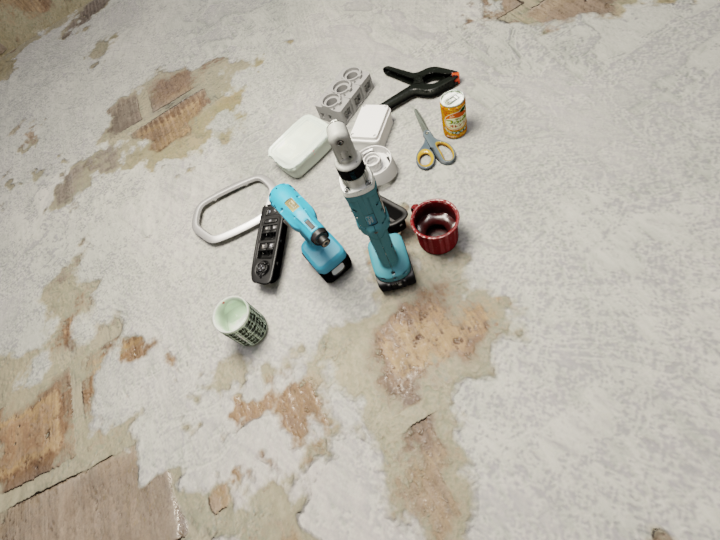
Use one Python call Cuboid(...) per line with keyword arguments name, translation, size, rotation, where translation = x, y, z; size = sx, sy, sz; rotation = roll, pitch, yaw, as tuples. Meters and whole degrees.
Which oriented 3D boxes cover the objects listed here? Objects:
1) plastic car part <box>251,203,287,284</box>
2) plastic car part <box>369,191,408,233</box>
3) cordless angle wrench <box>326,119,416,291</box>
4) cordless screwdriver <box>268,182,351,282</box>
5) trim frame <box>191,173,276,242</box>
Cuboid(name="plastic car part", translation=(-0.206, -0.056, 0.976), size=(0.068, 0.064, 0.207), rotation=(-3, 62, 17))
Cuboid(name="plastic car part", translation=(0.050, -0.113, 0.910), size=(0.123, 0.067, 0.066), rotation=(33, 77, 31))
Cuboid(name="cordless angle wrench", translation=(0.020, -0.088, 0.707), size=(0.075, 0.403, 0.101), rotation=(-17, 60, 8))
Cuboid(name="cordless screwdriver", translation=(-0.081, -0.053, 0.824), size=(0.074, 0.237, 0.168), rotation=(-40, 58, -6))
Cuboid(name="trim frame", translation=(-0.330, -0.165, 1.104), size=(0.250, 0.026, 0.192), rotation=(-27, 57, 5))
